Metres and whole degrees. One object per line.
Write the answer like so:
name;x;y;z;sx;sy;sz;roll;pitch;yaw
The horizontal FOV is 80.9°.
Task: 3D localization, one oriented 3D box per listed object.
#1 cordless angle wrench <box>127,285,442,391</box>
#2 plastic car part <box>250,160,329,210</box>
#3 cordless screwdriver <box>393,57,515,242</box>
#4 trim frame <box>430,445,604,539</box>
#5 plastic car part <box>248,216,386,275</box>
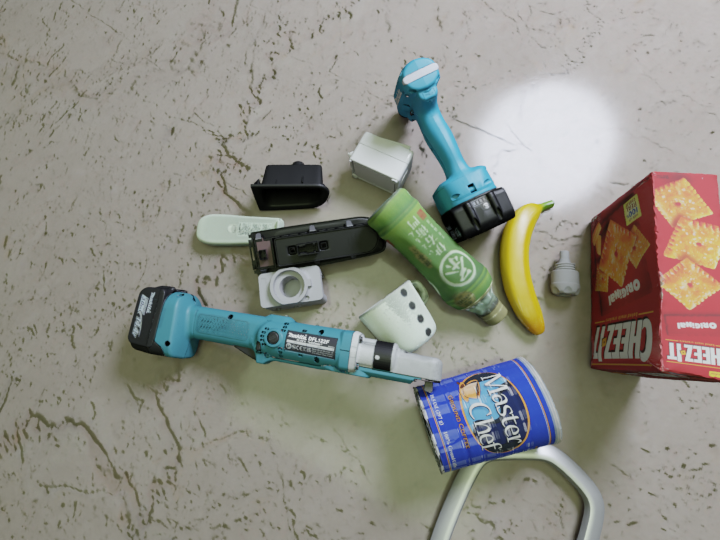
cordless angle wrench;-0.110;0.094;0.567;0.436;0.071;0.099;7;78;17
plastic car part;-0.107;-0.139;0.666;0.117;0.064;0.073;-4;62;3
cordless screwdriver;0.117;-0.165;0.609;0.074;0.158;0.249;-25;90;2
trim frame;0.189;0.331;0.512;0.189;0.027;0.249;24;79;14
plastic car part;-0.060;-0.039;0.614;0.201;0.067;0.066;-9;90;-6
